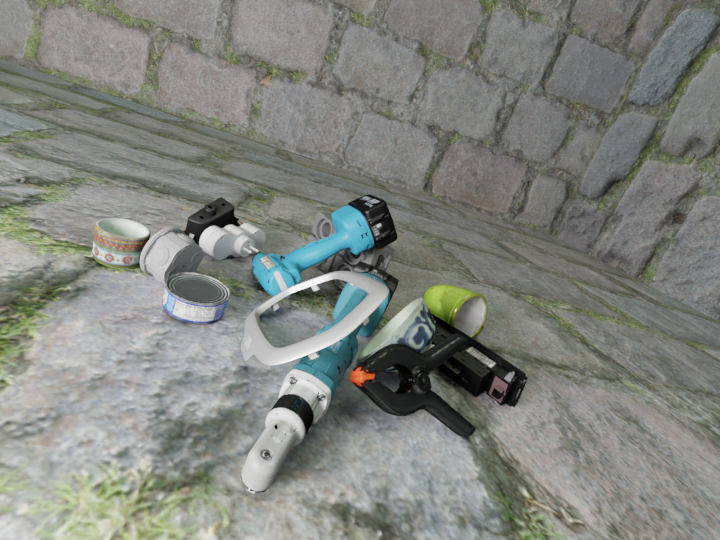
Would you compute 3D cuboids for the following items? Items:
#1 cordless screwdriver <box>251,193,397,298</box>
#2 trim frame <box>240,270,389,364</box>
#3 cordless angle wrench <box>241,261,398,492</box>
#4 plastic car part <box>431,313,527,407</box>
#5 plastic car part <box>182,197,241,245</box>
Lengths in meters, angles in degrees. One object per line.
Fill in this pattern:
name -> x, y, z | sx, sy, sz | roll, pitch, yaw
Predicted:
cordless screwdriver -> -0.072, -0.047, 0.739 | 0.246, 0.072, 0.167 | -30, 27, -14
trim frame -> -0.067, 0.052, 0.527 | 0.181, 0.027, 0.258 | -28, 18, -15
cordless angle wrench -> -0.033, 0.096, 0.522 | 0.075, 0.097, 0.419 | 25, 22, 5
plastic car part -> 0.139, 0.131, 0.645 | 0.065, 0.064, 0.215 | -24, 42, -28
plastic car part -> -0.277, -0.095, 0.788 | 0.068, 0.070, 0.115 | 35, 42, 11
